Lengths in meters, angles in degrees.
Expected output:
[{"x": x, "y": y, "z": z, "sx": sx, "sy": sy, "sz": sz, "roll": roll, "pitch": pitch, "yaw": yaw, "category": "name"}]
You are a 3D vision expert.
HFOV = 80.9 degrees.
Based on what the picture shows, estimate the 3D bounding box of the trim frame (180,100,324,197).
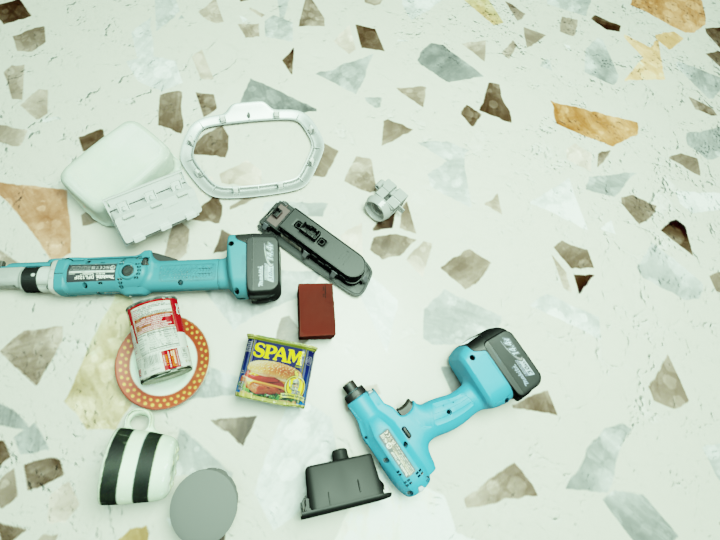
[{"x": -0.186, "y": -0.212, "z": 0.732, "sx": 0.247, "sy": 0.027, "sz": 0.189, "roll": -8, "pitch": 70, "yaw": -5, "category": "trim frame"}]

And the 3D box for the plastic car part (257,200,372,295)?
[{"x": -0.065, "y": -0.042, "z": 0.662, "sx": 0.206, "sy": 0.066, "sz": 0.066, "roll": 37, "pitch": 64, "yaw": 6, "category": "plastic car part"}]

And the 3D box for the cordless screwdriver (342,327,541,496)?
[{"x": 0.108, "y": 0.166, "z": 0.590, "sx": 0.247, "sy": 0.073, "sz": 0.163, "roll": -35, "pitch": 76, "yaw": -11, "category": "cordless screwdriver"}]

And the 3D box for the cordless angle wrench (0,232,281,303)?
[{"x": -0.330, "y": 0.005, "z": 0.621, "sx": 0.421, "sy": 0.073, "sz": 0.100, "roll": -2, "pitch": 72, "yaw": -3, "category": "cordless angle wrench"}]

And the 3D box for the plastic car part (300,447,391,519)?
[{"x": -0.027, "y": 0.273, "z": 0.551, "sx": 0.114, "sy": 0.064, "sz": 0.074, "roll": -11, "pitch": 59, "yaw": -13, "category": "plastic car part"}]
